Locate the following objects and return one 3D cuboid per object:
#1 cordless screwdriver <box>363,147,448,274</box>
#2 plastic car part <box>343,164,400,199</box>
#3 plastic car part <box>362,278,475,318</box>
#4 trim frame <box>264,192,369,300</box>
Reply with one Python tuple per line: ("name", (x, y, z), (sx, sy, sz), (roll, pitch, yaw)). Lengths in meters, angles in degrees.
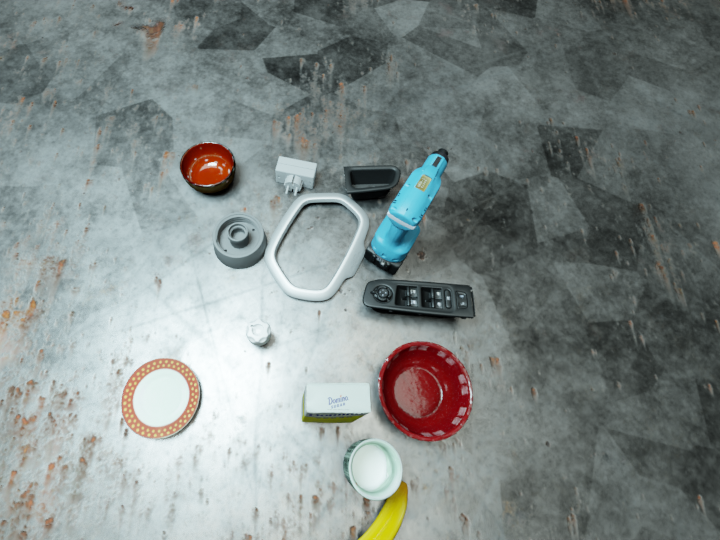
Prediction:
("cordless screwdriver", (0.085, -0.101, 0.765), (0.075, 0.245, 0.159), (31, 67, 4))
("plastic car part", (0.022, -0.179, 0.892), (0.115, 0.070, 0.068), (-3, 68, -6))
("plastic car part", (0.103, 0.056, 0.794), (0.203, 0.066, 0.067), (6, 67, -1))
("trim frame", (-0.083, -0.055, 0.854), (0.187, 0.027, 0.249), (24, 67, 7))
